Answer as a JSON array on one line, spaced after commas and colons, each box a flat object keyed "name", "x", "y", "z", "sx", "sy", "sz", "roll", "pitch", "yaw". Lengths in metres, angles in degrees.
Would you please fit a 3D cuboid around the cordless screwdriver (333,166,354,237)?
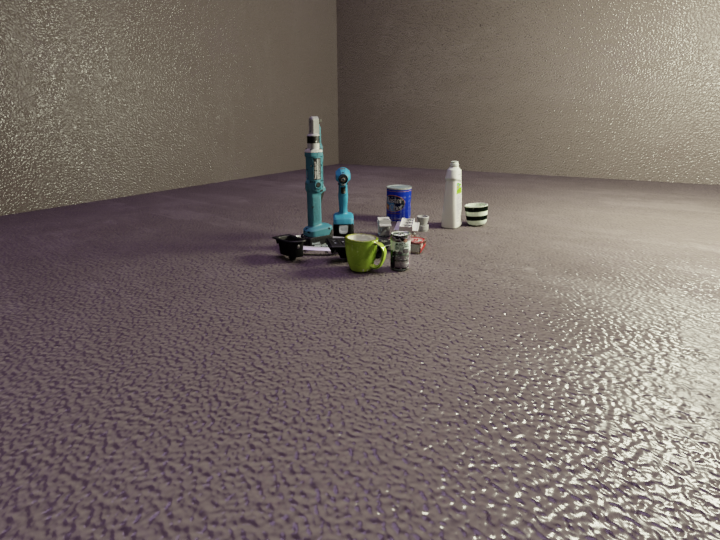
[{"name": "cordless screwdriver", "x": -0.060, "y": -0.229, "z": 1.476, "sx": 0.074, "sy": 0.244, "sz": 0.162, "roll": -1, "pitch": 18, "yaw": -2}]

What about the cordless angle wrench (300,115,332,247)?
[{"name": "cordless angle wrench", "x": -0.147, "y": -0.278, "z": 1.368, "sx": 0.094, "sy": 0.415, "sz": 0.078, "roll": -9, "pitch": 19, "yaw": -28}]

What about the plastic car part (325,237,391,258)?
[{"name": "plastic car part", "x": -0.002, "y": -0.066, "z": 1.282, "sx": 0.199, "sy": 0.066, "sz": 0.069, "roll": -6, "pitch": 19, "yaw": -13}]

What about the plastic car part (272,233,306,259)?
[{"name": "plastic car part", "x": -0.214, "y": -0.069, "z": 1.301, "sx": 0.063, "sy": 0.069, "sz": 0.123, "roll": -14, "pitch": 23, "yaw": -35}]

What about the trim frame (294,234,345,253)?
[{"name": "trim frame", "x": -0.139, "y": -0.091, "z": 1.418, "sx": 0.252, "sy": 0.027, "sz": 0.185, "roll": 1, "pitch": 20, "yaw": 7}]
